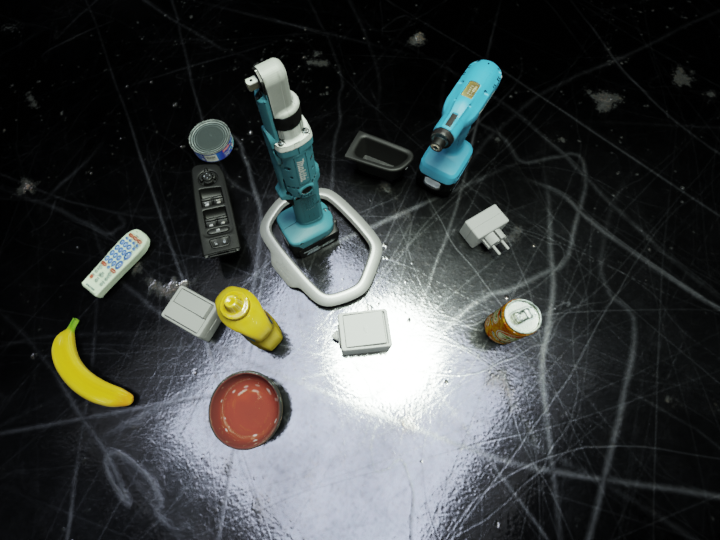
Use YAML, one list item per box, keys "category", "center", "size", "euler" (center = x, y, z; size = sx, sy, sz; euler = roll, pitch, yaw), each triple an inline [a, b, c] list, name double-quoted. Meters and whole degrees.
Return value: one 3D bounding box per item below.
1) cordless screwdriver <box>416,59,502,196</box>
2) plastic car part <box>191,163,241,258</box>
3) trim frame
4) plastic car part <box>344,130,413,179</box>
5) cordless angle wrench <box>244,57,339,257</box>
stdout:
- category: "cordless screwdriver"
  center: [0.144, -0.203, 0.698]
  size: [0.076, 0.243, 0.159]
  euler: [31, 74, 9]
- category: "plastic car part"
  center: [-0.269, -0.111, 0.789]
  size: [0.066, 0.065, 0.209]
  euler: [-17, 69, -4]
- category: "trim frame"
  center: [-0.075, -0.049, 0.772]
  size: [0.183, 0.027, 0.257]
  euler: [-39, 71, -10]
- category: "plastic car part"
  center: [0.036, -0.204, 0.800]
  size: [0.119, 0.069, 0.066]
  euler: [25, 73, 11]
- category: "cordless angle wrench"
  center: [-0.090, -0.132, 0.598]
  size: [0.097, 0.413, 0.077]
  euler: [-28, 74, -10]
